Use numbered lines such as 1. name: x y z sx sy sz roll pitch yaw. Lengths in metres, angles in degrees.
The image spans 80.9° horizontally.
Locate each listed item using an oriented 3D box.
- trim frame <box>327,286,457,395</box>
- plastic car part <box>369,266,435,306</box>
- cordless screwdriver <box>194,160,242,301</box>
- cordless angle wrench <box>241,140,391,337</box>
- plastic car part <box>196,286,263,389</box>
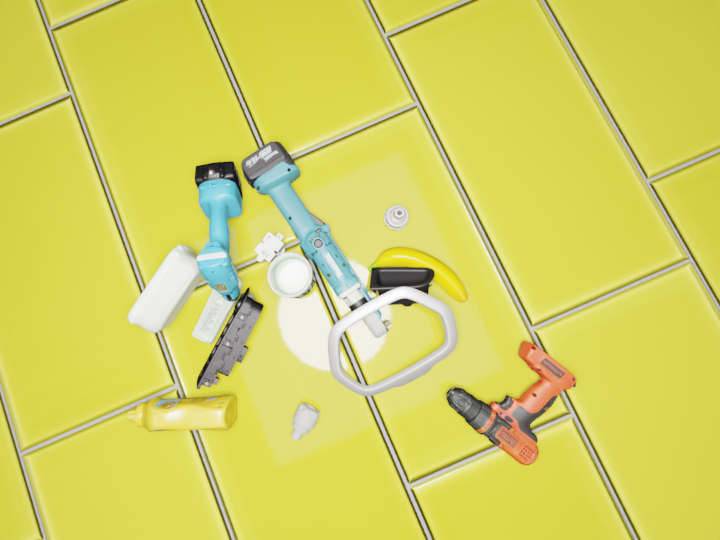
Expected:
1. trim frame: 0.055 0.134 0.772 0.250 0.028 0.181 -33 100 8
2. plastic car part: 0.078 0.036 0.791 0.119 0.067 0.068 1 127 10
3. cordless screwdriver: -0.258 -0.072 0.793 0.074 0.154 0.257 -8 60 -5
4. cordless angle wrench: -0.080 -0.052 0.815 0.098 0.074 0.427 -34 84 -2
5. plastic car part: -0.241 0.131 0.801 0.066 0.067 0.203 24 84 -7
